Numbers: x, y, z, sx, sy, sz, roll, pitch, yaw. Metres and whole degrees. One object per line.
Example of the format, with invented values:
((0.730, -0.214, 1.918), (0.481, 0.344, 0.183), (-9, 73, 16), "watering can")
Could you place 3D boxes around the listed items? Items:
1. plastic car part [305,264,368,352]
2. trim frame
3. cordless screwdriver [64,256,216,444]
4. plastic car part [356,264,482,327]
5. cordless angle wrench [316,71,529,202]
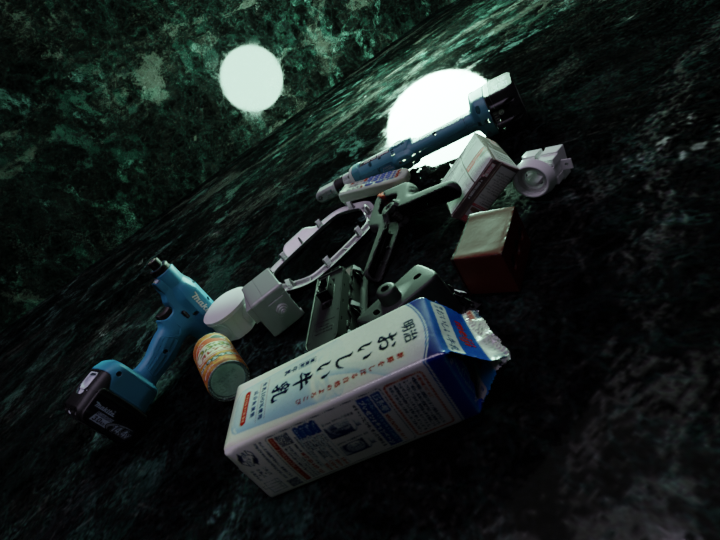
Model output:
((-0.027, 0.051, 0.500), (0.067, 0.064, 0.208), (-20, 32, 13), "plastic car part")
((-0.072, -0.047, 0.739), (0.247, 0.026, 0.193), (-47, 28, -19), "trim frame")
((-0.324, 0.110, 0.629), (0.077, 0.153, 0.249), (-11, 36, 42), "cordless screwdriver")
((0.047, 0.039, 0.422), (0.116, 0.068, 0.069), (-37, 24, -11), "plastic car part")
((0.084, -0.220, 0.800), (0.436, 0.071, 0.099), (-20, 29, 31), "cordless angle wrench")
